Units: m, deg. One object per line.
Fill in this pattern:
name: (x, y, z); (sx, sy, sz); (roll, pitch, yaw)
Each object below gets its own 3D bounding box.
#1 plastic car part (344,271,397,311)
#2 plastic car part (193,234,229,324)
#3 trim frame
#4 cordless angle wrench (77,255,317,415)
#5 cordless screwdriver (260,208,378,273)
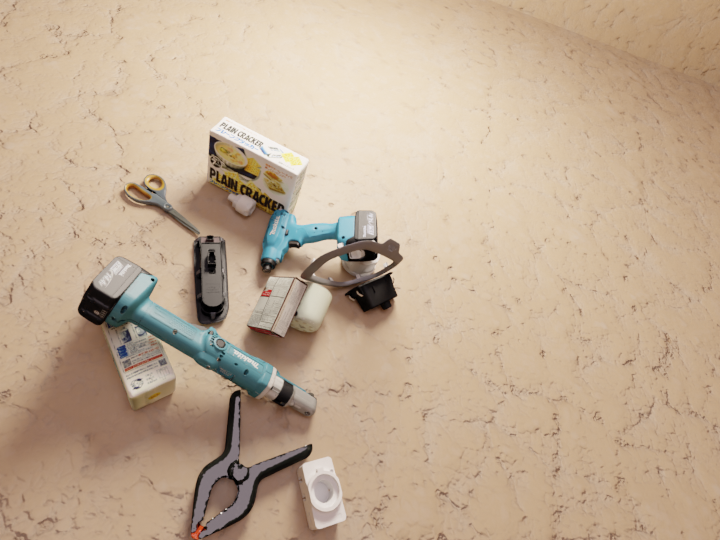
plastic car part: (0.038, 0.052, 0.911); (0.113, 0.067, 0.072); (-17, 79, -31)
plastic car part: (-0.294, 0.007, 0.842); (0.064, 0.067, 0.210); (3, 57, -26)
trim frame: (-0.010, -0.012, 0.831); (0.236, 0.188, 0.028); (20, 50, -60)
cordless angle wrench: (-0.245, 0.133, 0.702); (0.412, 0.075, 0.099); (35, 31, -13)
cordless screwdriver: (-0.088, -0.058, 0.901); (0.254, 0.071, 0.162); (2, 53, 11)
